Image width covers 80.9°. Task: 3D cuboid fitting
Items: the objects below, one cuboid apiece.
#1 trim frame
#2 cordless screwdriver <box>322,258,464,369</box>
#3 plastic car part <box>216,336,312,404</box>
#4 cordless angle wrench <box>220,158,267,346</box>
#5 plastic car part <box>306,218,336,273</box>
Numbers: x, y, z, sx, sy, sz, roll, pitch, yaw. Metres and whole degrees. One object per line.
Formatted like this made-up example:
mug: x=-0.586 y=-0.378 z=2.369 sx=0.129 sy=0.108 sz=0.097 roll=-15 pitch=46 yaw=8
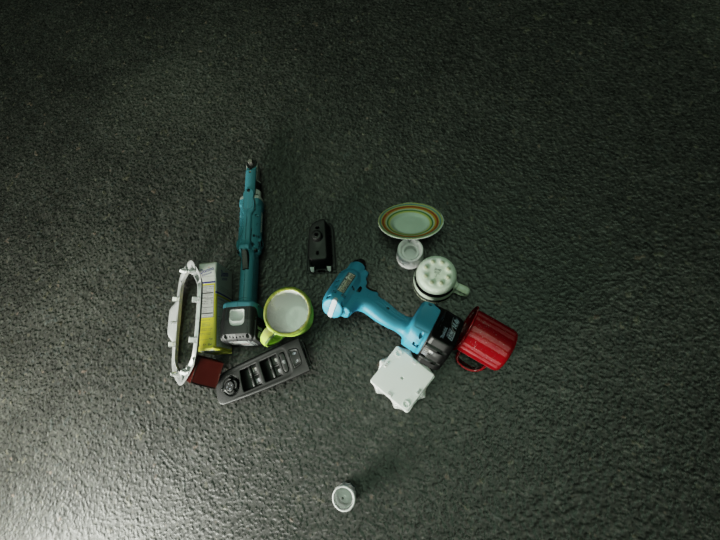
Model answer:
trim frame: x=-0.357 y=0.102 z=0.854 sx=0.191 sy=0.026 sz=0.251 roll=-14 pitch=73 yaw=53
cordless screwdriver: x=0.065 y=0.069 z=0.805 sx=0.254 sy=0.073 sz=0.158 roll=25 pitch=40 yaw=11
plastic car part: x=-0.189 y=0.198 z=0.824 sx=0.204 sy=0.065 sz=0.068 roll=-24 pitch=79 yaw=6
cordless angle wrench: x=-0.240 y=-0.055 z=0.913 sx=0.075 sy=0.094 sz=0.433 roll=-6 pitch=67 yaw=6
plastic car part: x=-0.087 y=-0.057 z=0.888 sx=0.067 sy=0.069 sz=0.118 roll=-3 pitch=75 yaw=6
